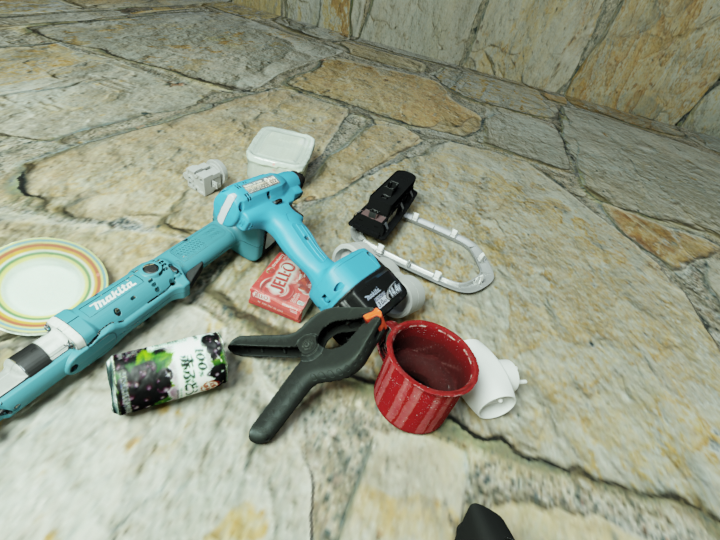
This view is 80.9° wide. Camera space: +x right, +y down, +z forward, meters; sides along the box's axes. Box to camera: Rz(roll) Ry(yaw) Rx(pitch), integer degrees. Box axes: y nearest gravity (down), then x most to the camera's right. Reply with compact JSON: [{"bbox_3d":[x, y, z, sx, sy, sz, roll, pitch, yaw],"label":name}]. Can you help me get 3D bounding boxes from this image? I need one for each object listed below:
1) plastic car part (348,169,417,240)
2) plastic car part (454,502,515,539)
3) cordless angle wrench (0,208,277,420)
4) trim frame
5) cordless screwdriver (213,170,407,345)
[{"bbox_3d":[0.050,-0.128,0.740,0.069,0.065,0.200,18,34,17],"label":"plastic car part"},{"bbox_3d":[0.086,0.219,0.298,0.065,0.115,0.072,11,12,-6],"label":"plastic car part"},{"bbox_3d":[-0.239,0.017,0.492,0.101,0.073,0.419,26,41,12],"label":"cordless angle wrench"},{"bbox_3d":[0.101,-0.043,0.706,0.257,0.027,0.181,27,40,16],"label":"trim frame"},{"bbox_3d":[-0.053,-0.035,0.545,0.253,0.074,0.156,43,38,9],"label":"cordless screwdriver"}]
